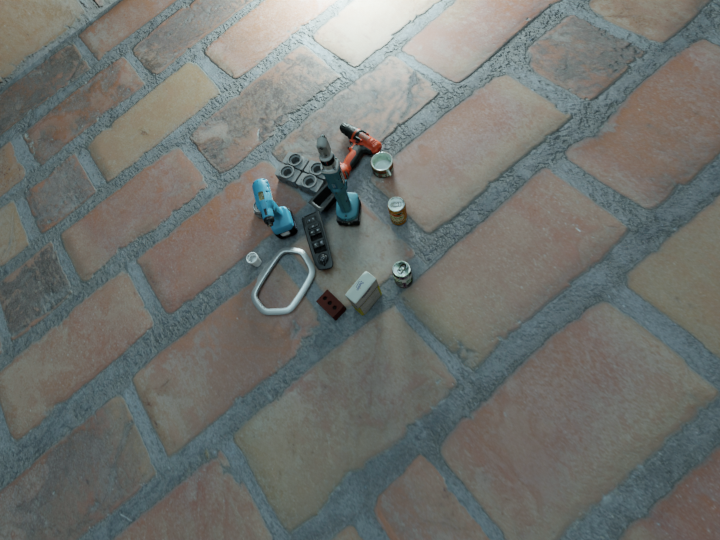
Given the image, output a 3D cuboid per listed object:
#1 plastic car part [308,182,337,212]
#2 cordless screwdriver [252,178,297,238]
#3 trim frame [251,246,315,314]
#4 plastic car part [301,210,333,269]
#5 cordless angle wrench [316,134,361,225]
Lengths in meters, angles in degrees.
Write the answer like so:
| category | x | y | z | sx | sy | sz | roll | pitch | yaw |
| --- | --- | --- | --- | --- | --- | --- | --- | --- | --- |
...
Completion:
| category | x | y | z | sx | sy | sz | roll | pitch | yaw |
| --- | --- | --- | --- | --- | --- | --- | --- | --- | --- |
| plastic car part | -0.111 | -0.244 | 1.441 | 0.069 | 0.068 | 0.116 | 40 | 82 | 22 |
| cordless screwdriver | -0.272 | -0.171 | 1.358 | 0.075 | 0.239 | 0.164 | -19 | 67 | 3 |
| trim frame | -0.255 | 0.034 | 1.390 | 0.192 | 0.026 | 0.249 | 25 | 77 | 22 |
| plastic car part | -0.136 | -0.089 | 1.387 | 0.067 | 0.064 | 0.210 | -19 | 66 | 5 |
| cordless angle wrench | -0.067 | -0.255 | 1.247 | 0.076 | 0.407 | 0.099 | 2 | 71 | 11 |
